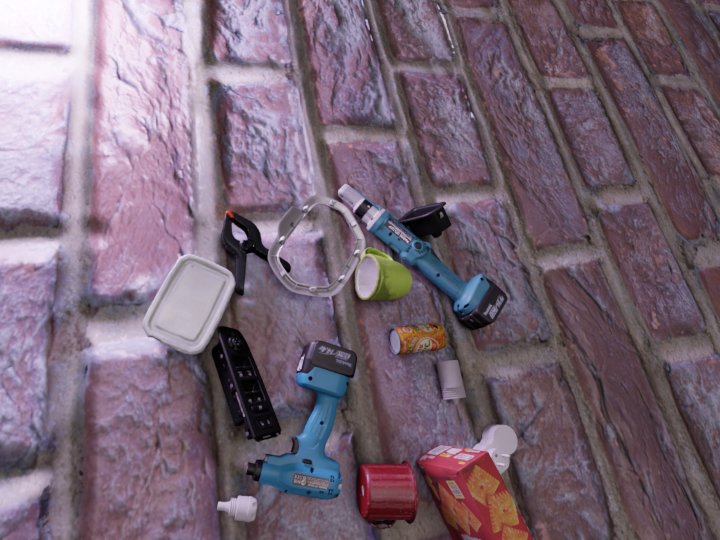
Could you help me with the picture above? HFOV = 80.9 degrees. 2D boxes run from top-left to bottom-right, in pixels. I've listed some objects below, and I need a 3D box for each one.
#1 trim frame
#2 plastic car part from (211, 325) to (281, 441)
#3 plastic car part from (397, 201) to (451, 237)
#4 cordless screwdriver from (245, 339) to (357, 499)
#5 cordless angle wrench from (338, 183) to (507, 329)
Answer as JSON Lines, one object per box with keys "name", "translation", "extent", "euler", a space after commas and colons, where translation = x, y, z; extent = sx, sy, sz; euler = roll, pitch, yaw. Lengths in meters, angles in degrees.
{"name": "trim frame", "translation": [-0.085, -0.056, 0.873], "extent": [0.183, 0.028, 0.248], "euler": [35, 58, -4]}
{"name": "plastic car part", "translation": [-0.204, 0.191, 0.718], "extent": [0.063, 0.068, 0.211], "euler": [9, 48, -50]}
{"name": "plastic car part", "translation": [0.150, -0.105, 0.934], "extent": [0.065, 0.121, 0.069], "euler": [-40, 110, -26]}
{"name": "cordless screwdriver", "translation": [-0.096, 0.249, 0.736], "extent": [0.156, 0.075, 0.252], "euler": [14, 69, -11]}
{"name": "cordless angle wrench", "translation": [0.117, -0.044, 0.918], "extent": [0.428, 0.074, 0.097], "euler": [40, 63, 6]}
